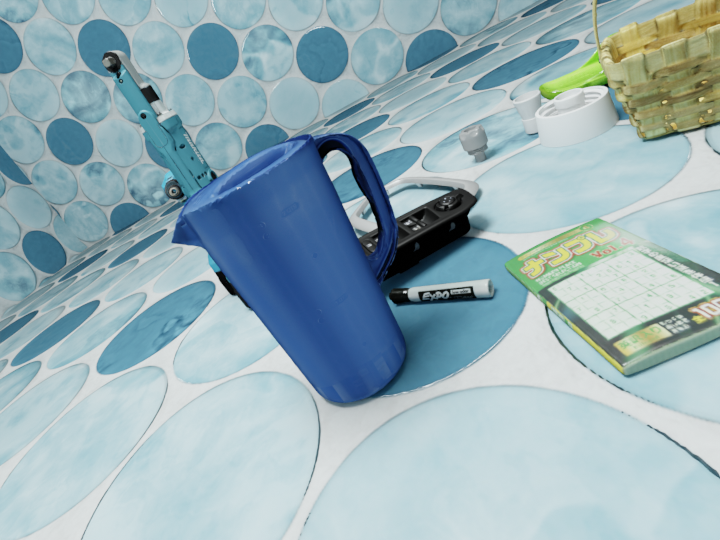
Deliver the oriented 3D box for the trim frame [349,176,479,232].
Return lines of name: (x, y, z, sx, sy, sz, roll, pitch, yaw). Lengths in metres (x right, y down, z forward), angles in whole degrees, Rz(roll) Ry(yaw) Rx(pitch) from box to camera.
trim frame: (0.081, -0.113, 0.713, 0.182, 0.026, 0.261, -38, 27, -16)

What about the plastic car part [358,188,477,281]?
plastic car part: (0.068, -0.039, 0.552, 0.202, 0.065, 0.069, -33, 24, -5)

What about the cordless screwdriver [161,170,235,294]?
cordless screwdriver: (-0.267, -0.070, 0.754, 0.074, 0.240, 0.166, -31, 23, -5)

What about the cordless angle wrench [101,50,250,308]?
cordless angle wrench: (-0.245, -0.131, 0.648, 0.076, 0.408, 0.100, -23, 23, 15)
